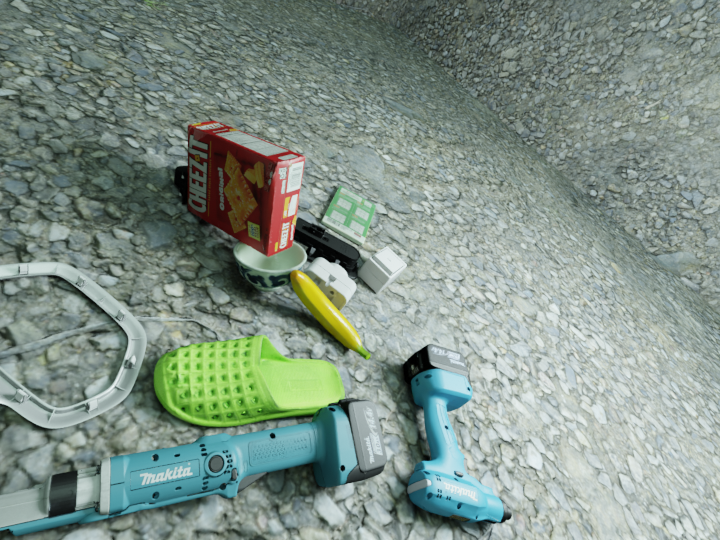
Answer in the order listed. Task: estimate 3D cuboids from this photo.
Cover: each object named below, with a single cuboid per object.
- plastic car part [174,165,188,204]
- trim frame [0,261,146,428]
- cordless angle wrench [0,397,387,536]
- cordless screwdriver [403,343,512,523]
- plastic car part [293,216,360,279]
[{"bbox_3d":[-0.315,-0.181,0.824,0.074,0.065,0.113,31,32,18],"label":"plastic car part"},{"bbox_3d":[-0.380,0.076,0.513,0.251,0.027,0.182,39,38,4],"label":"trim frame"},{"bbox_3d":[-0.166,0.219,0.471,0.405,0.075,0.101,1,63,-30],"label":"cordless angle wrench"},{"bbox_3d":[0.148,0.251,0.666,0.155,0.074,0.255,21,43,-17],"label":"cordless screwdriver"},{"bbox_3d":[-0.083,-0.054,0.848,0.200,0.067,0.067,31,30,-8],"label":"plastic car part"}]
